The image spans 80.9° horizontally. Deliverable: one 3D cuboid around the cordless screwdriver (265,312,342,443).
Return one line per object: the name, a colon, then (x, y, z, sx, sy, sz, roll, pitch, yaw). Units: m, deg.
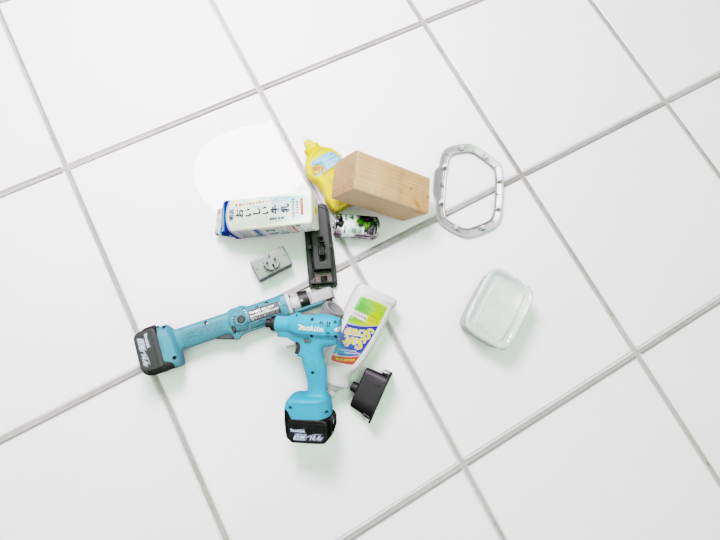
cordless screwdriver: (-0.121, 0.211, 0.860, 0.163, 0.072, 0.249, 1, 88, 14)

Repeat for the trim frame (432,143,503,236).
trim frame: (0.267, -0.203, 1.050, 0.183, 0.027, 0.251, 9, 78, -2)

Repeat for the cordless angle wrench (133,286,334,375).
cordless angle wrench: (-0.257, 0.110, 0.912, 0.417, 0.074, 0.099, -18, 81, -11)

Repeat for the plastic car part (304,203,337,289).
plastic car part: (-0.095, -0.062, 0.971, 0.066, 0.066, 0.207, -6, 75, -2)

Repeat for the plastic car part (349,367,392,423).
plastic car part: (0.016, 0.257, 0.908, 0.073, 0.064, 0.116, 27, 79, 14)
